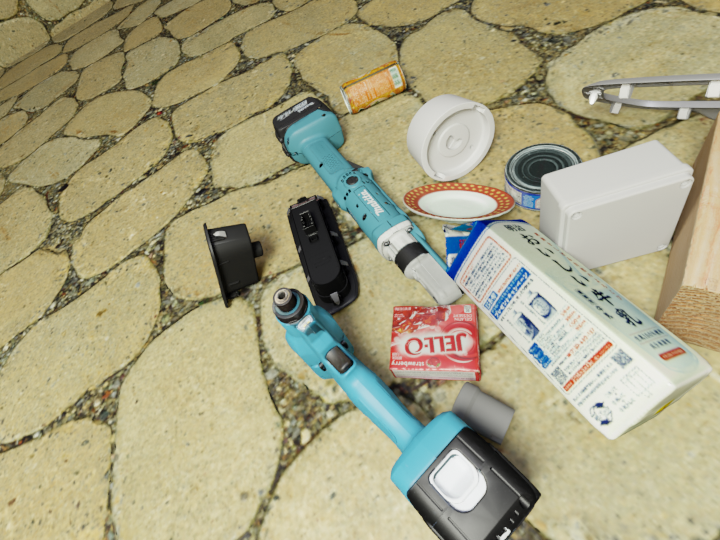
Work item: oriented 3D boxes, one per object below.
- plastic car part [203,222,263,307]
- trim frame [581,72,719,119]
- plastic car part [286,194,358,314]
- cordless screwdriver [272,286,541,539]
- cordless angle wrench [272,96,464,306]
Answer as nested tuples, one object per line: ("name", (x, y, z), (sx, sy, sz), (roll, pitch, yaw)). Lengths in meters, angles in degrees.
("plastic car part", (-0.167, -0.016, 0.573), (0.069, 0.113, 0.069), (-14, 48, -20))
("trim frame", (0.356, -0.173, 0.432), (0.177, 0.027, 0.262), (-3, 18, -30))
("plastic car part", (-0.055, -0.036, 0.565), (0.066, 0.064, 0.212), (-19, 53, -3))
("cordless screwdriver", (0.018, 0.115, 0.363), (0.074, 0.151, 0.263), (-43, 54, -12))
("cordless angle wrench", (-0.004, -0.110, 0.591), (0.098, 0.071, 0.446), (-32, 52, -4))
